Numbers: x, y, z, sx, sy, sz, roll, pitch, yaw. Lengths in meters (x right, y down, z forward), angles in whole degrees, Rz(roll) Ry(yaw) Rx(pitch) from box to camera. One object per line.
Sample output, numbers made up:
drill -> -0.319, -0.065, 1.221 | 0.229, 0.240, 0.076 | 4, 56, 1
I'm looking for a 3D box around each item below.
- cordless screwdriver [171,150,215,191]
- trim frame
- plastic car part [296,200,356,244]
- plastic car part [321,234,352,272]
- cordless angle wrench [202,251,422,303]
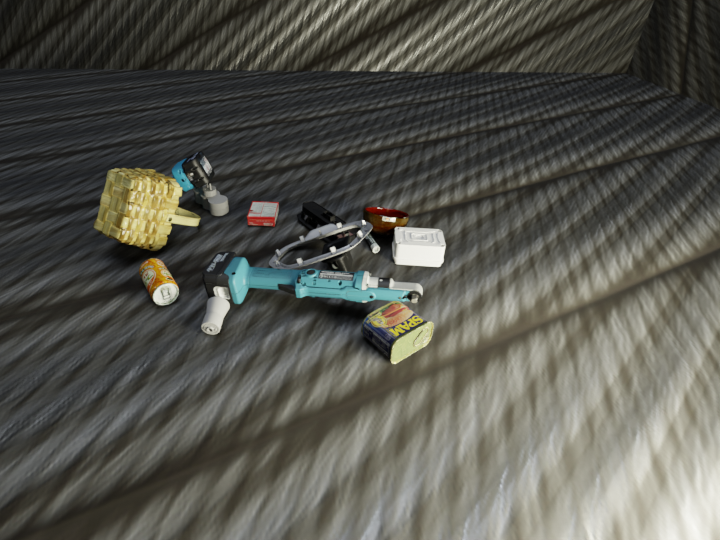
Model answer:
cordless screwdriver -> -0.530, -0.246, 1.174 | 0.250, 0.071, 0.165 | -24, 30, 6
trim frame -> -0.092, -0.060, 0.943 | 0.252, 0.027, 0.187 | -20, 22, 11
plastic car part -> -0.093, -0.123, 1.076 | 0.065, 0.064, 0.215 | -30, 43, -27
plastic car part -> -0.044, -0.019, 0.922 | 0.067, 0.068, 0.119 | -21, 25, 12
cordless angle wrench -> -0.096, 0.025, 0.824 | 0.433, 0.072, 0.099 | 3, 36, 13
